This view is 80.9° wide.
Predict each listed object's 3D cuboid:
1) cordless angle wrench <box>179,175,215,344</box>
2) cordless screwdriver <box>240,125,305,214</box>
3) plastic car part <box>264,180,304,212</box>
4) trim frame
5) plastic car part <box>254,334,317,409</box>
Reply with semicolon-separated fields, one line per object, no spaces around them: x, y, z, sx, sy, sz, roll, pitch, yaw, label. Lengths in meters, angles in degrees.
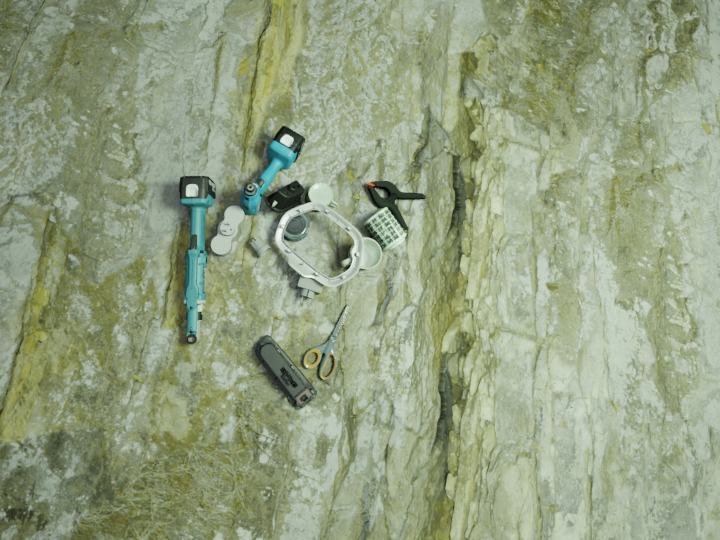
-0.421;-0.028;1.082;0.074;0.097;0.426;-1;83;-3;cordless angle wrench
-0.237;-0.270;1.116;0.074;0.160;0.249;31;74;-6;cordless screwdriver
-0.192;-0.203;1.126;0.066;0.072;0.114;49;37;0;plastic car part
-0.107;-0.070;1.099;0.253;0.027;0.184;39;88;10;trim frame
-0.194;0.256;1.064;0.066;0.066;0.206;-39;84;-7;plastic car part
